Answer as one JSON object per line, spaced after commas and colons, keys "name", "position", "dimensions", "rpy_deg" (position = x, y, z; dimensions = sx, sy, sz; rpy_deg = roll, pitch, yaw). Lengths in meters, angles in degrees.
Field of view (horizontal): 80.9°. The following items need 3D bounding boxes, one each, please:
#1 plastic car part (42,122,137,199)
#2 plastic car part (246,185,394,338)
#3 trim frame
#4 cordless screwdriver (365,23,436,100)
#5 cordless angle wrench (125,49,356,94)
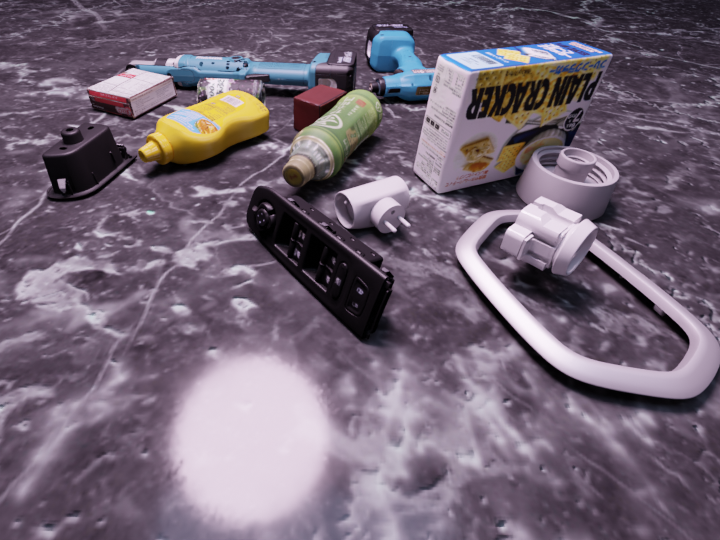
{"name": "plastic car part", "position": [-0.346, -0.146, 0.528], "dimensions": [0.067, 0.069, 0.118], "rpy_deg": [7, 40, 4]}
{"name": "plastic car part", "position": [-0.041, -0.027, 0.420], "dimensions": [0.214, 0.065, 0.065], "rpy_deg": [36, 41, 31]}
{"name": "trim frame", "position": [0.206, 0.015, 0.413], "dimensions": [0.180, 0.027, 0.262], "rpy_deg": [-15, 44, -17]}
{"name": "cordless screwdriver", "position": [0.065, -0.408, 0.834], "dimensions": [0.156, 0.072, 0.260], "rpy_deg": [-9, 48, -13]}
{"name": "cordless angle wrench", "position": [-0.222, -0.358, 0.768], "dimensions": [0.428, 0.072, 0.100], "rpy_deg": [6, 42, 6]}
